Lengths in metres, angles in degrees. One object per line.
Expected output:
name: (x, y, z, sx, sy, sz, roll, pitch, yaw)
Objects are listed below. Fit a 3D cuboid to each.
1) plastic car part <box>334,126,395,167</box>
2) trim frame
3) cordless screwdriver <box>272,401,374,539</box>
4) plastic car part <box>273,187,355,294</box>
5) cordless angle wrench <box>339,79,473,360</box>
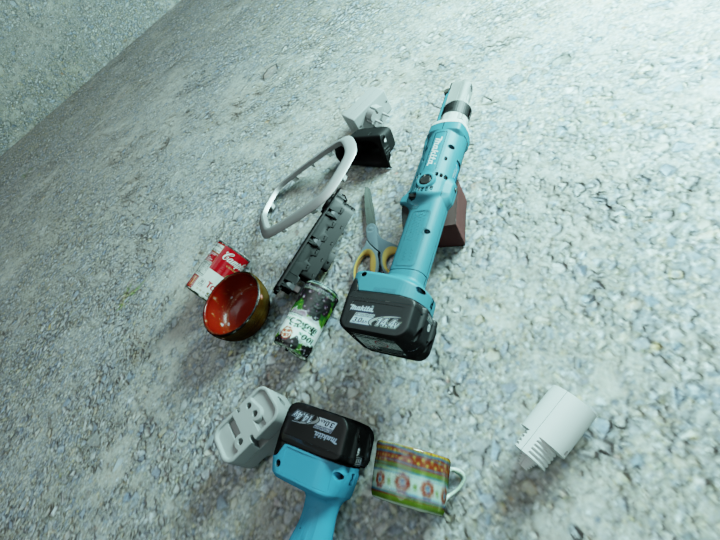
plastic car part: (0.014, -0.231, 0.762, 0.123, 0.063, 0.070, 17, 54, 41)
trim frame: (-0.098, -0.146, 0.746, 0.255, 0.026, 0.188, -28, 40, 36)
cordless screwdriver: (-0.079, 0.279, 0.465, 0.166, 0.070, 0.252, -2, 63, 31)
plastic car part: (-0.066, -0.043, 0.675, 0.067, 0.066, 0.203, 26, 74, 0)
cordless angle wrench: (0.091, -0.100, 0.551, 0.103, 0.070, 0.426, 3, 60, 34)
